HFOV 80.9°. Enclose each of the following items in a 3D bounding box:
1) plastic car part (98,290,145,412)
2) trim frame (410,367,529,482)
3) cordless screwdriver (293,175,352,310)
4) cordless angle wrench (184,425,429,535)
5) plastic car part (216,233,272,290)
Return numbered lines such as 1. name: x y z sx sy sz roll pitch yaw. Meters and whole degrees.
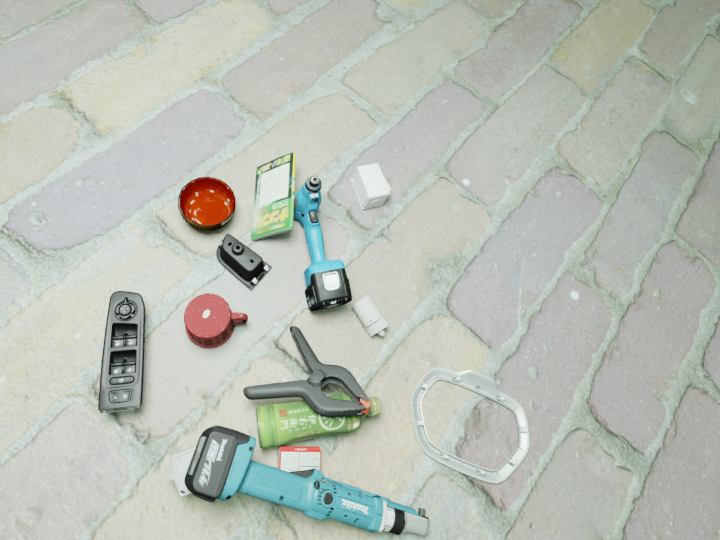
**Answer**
1. plastic car part: -0.406 0.136 0.737 0.066 0.066 0.207 -5 73 -7
2. trim frame: 0.213 0.291 0.815 0.249 0.027 0.185 23 65 1
3. cordless screwdriver: -0.081 -0.053 0.826 0.073 0.159 0.254 -9 73 -18
4. cordless angle wrench: -0.064 0.361 0.679 0.411 0.075 0.099 26 58 -15
5. plastic car part: -0.237 -0.028 0.835 0.117 0.071 0.065 39 65 1
